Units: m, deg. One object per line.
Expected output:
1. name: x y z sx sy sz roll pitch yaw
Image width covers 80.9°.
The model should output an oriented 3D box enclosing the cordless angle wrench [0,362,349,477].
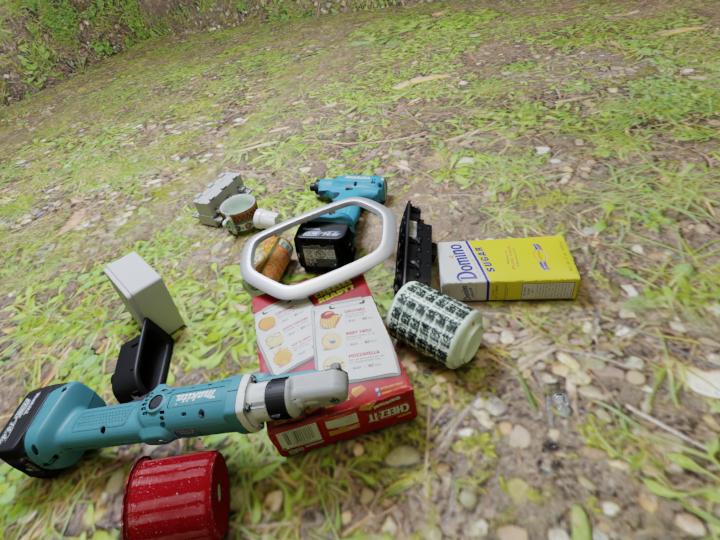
1. cordless angle wrench: -0.215 0.160 0.473 0.432 0.071 0.100 -13 40 16

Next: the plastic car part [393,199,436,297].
1. plastic car part: 0.084 -0.022 0.666 0.067 0.065 0.206 20 44 -3

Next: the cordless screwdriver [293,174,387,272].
1. cordless screwdriver: -0.055 -0.103 0.781 0.165 0.071 0.250 5 41 19

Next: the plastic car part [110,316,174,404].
1. plastic car part: -0.318 0.138 0.599 0.072 0.062 0.121 -22 43 12

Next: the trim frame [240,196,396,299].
1. trim frame: -0.062 -0.041 0.635 0.246 0.026 0.194 -25 46 -8
